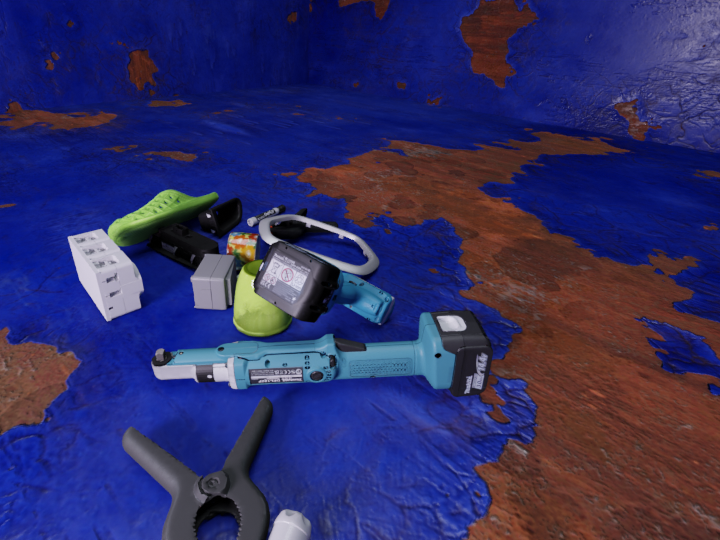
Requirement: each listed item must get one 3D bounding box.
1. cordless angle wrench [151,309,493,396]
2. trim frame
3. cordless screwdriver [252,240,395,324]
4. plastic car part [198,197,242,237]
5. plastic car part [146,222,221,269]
[{"bbox_3d":[-0.055,0.115,0.547,0.423,0.095,0.076,-3,30,-1],"label":"cordless angle wrench"},{"bbox_3d":[-0.081,-0.053,0.833,0.248,0.027,0.186,20,27,-2],"label":"trim frame"},{"bbox_3d":[-0.061,0.017,0.617,0.167,0.074,0.237,27,3,28],"label":"cordless screwdriver"},{"bbox_3d":[-0.324,-0.123,0.960,0.073,0.064,0.116,-4,24,17],"label":"plastic car part"},{"bbox_3d":[-0.338,-0.051,0.832,0.213,0.066,0.064,25,29,29],"label":"plastic car part"}]
